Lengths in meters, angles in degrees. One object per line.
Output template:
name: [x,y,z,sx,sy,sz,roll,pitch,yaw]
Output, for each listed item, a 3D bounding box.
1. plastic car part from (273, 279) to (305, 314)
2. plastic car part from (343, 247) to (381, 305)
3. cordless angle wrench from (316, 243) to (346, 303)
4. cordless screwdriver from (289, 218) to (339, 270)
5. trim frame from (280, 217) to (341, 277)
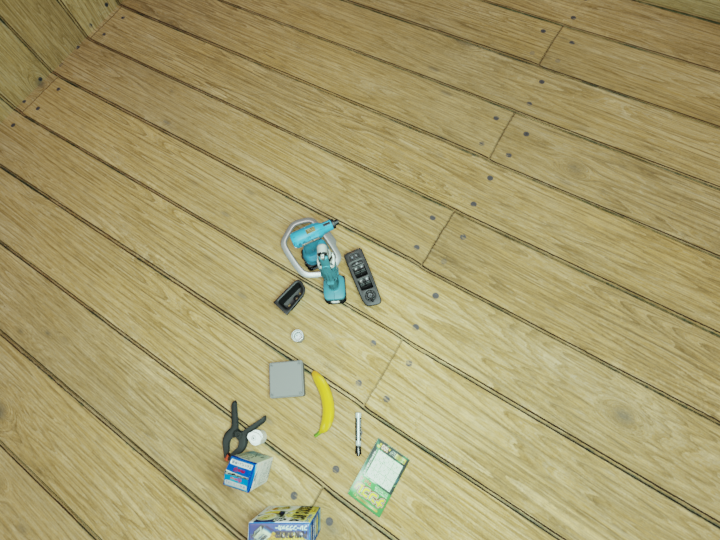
plastic car part: [-0.229,0.094,1.444,0.068,0.069,0.116,39,78,16]
plastic car part: [0.009,0.031,1.440,0.066,0.065,0.210,-21,68,-3]
cordless angle wrench: [-0.093,0.007,1.276,0.075,0.411,0.100,-4,71,1]
cordless screwdriver: [-0.138,-0.090,1.411,0.158,0.242,0.077,-24,71,-5]
trim frame: [-0.179,-0.083,1.529,0.183,0.027,0.258,-35,69,-7]
